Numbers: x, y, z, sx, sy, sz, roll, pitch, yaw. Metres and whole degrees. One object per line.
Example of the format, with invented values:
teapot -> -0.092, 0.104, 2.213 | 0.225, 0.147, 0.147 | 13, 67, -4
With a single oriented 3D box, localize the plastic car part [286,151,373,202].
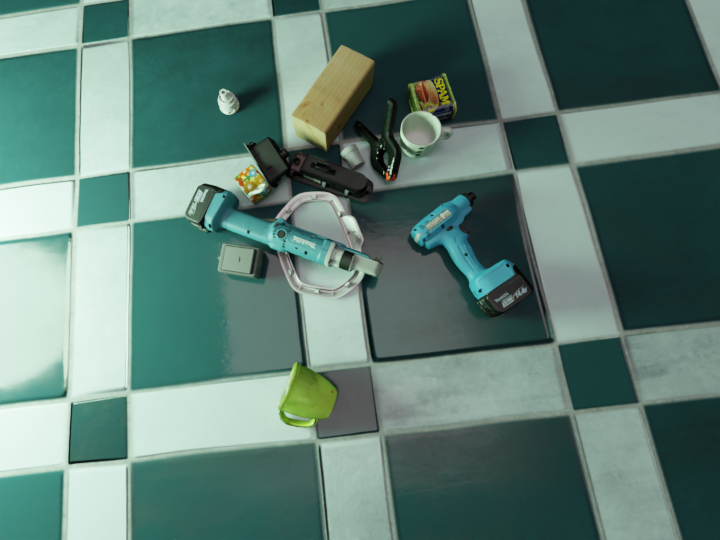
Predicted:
plastic car part -> -0.064, -0.213, 0.935 | 0.205, 0.066, 0.066 | 23, 72, 6

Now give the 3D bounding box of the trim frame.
trim frame -> -0.089, -0.058, 0.914 | 0.183, 0.027, 0.255 | -20, 74, -3

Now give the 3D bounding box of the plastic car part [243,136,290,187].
plastic car part -> -0.194, -0.248, 0.939 | 0.071, 0.064, 0.119 | -38, 79, 13

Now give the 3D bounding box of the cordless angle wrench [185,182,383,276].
cordless angle wrench -> -0.158, -0.071, 0.876 | 0.434, 0.072, 0.098 | 20, 80, 13

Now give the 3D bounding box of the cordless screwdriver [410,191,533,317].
cordless screwdriver -> 0.242, -0.038, 0.866 | 0.158, 0.072, 0.256 | -38, 74, -6
